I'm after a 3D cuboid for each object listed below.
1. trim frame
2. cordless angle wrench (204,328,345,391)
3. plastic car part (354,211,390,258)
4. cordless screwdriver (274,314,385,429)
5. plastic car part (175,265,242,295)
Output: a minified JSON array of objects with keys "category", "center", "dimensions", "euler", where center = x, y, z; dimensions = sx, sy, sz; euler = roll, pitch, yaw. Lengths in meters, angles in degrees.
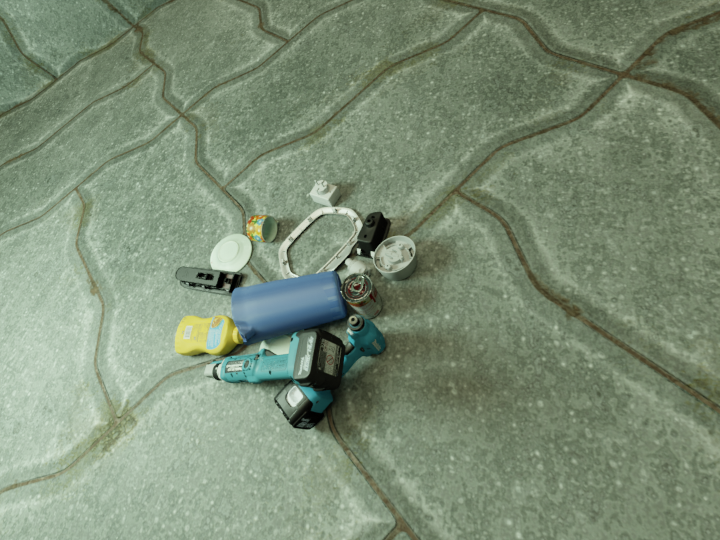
[{"category":"trim frame","center":[-0.106,-0.069,1.079],"dimensions":[0.247,0.026,0.194],"euler":[-45,56,-9]},{"category":"cordless angle wrench","center":[-0.208,0.195,0.858],"dimensions":[0.438,0.070,0.100],"euler":[-17,53,42]},{"category":"plastic car part","center":[0.026,-0.094,1.016],"dimensions":[0.069,0.067,0.117],"euler":[13,70,24]},{"category":"cordless screwdriver","center":[-0.061,0.193,0.833],"dimensions":[0.248,0.151,0.078],"euler":[-44,57,-5]},{"category":"plastic car part","center":[-0.419,0.023,1.132],"dimensions":[0.212,0.064,0.067],"euler":[5,79,27]}]
